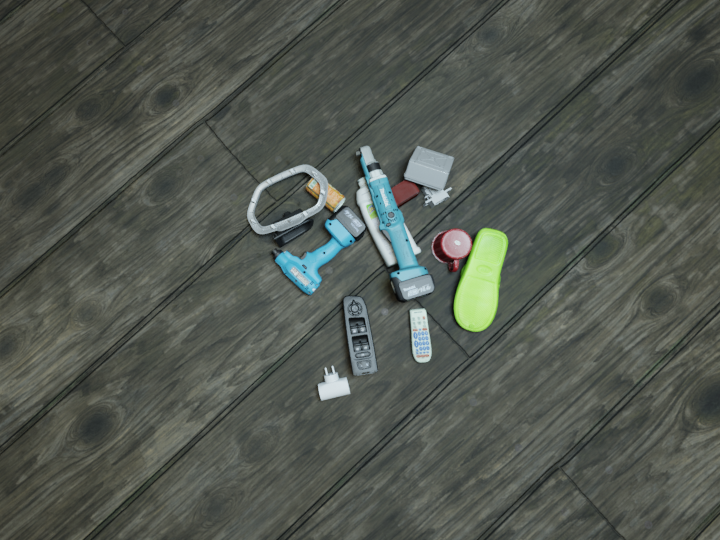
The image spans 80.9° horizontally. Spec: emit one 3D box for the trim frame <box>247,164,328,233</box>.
[{"bbox_3d":[-0.201,-0.191,1.138,0.253,0.026,0.190,-19,65,14],"label":"trim frame"}]

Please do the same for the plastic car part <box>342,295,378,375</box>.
[{"bbox_3d":[-0.003,0.165,1.108,0.067,0.065,0.206,-11,79,5],"label":"plastic car part"}]

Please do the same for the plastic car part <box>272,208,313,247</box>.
[{"bbox_3d":[-0.193,-0.126,1.160,0.116,0.064,0.073,-34,71,-6],"label":"plastic car part"}]

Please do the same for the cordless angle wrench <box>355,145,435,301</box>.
[{"bbox_3d":[0.075,-0.132,1.082,0.098,0.073,0.432,-18,76,0],"label":"cordless angle wrench"}]

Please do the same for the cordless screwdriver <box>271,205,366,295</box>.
[{"bbox_3d":[-0.112,-0.073,1.141,0.161,0.073,0.249,43,90,5],"label":"cordless screwdriver"}]
